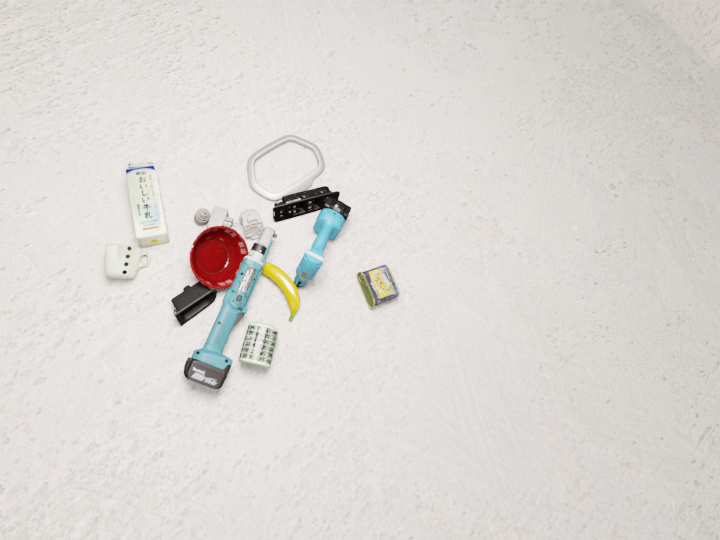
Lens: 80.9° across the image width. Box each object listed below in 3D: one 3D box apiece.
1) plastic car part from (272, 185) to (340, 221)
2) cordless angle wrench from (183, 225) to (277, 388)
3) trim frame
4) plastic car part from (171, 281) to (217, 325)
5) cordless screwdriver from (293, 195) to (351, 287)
[{"bbox_3d":[-0.159,-0.198,1.215,0.199,0.064,0.070,-14,50,-14],"label":"plastic car part"},{"bbox_3d":[-0.310,0.074,1.061,0.094,0.076,0.426,27,69,-20],"label":"cordless angle wrench"},{"bbox_3d":[-0.222,-0.307,1.258,0.245,0.027,0.188,-38,80,-21],"label":"trim frame"},{"bbox_3d":[-0.430,0.072,1.072,0.073,0.064,0.115,41,65,18],"label":"plastic car part"},{"bbox_3d":[-0.112,-0.073,1.149,0.073,0.159,0.251,27,53,-8],"label":"cordless screwdriver"}]
